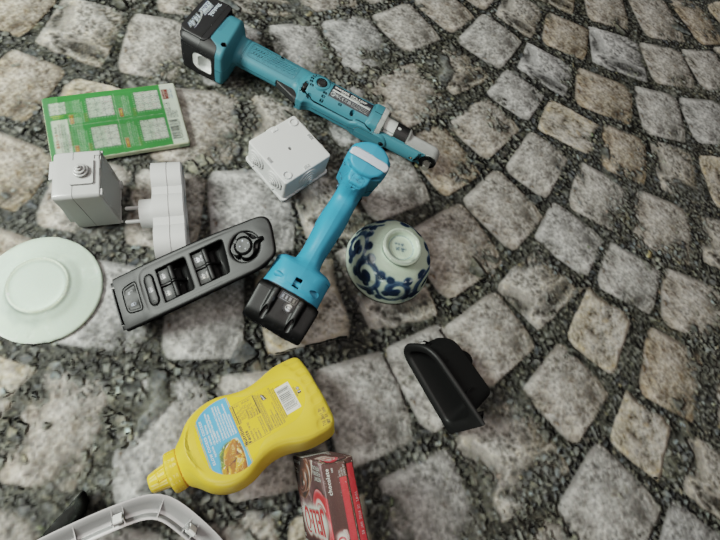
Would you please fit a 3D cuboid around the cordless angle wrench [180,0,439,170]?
[{"bbox_3d":[-0.067,-0.270,0.650,0.421,0.074,0.098,27,66,-2],"label":"cordless angle wrench"}]

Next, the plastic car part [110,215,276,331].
[{"bbox_3d":[-0.186,0.005,0.500,0.204,0.064,0.069,-26,69,7],"label":"plastic car part"}]

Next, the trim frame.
[{"bbox_3d":[-0.236,0.321,0.376,0.240,0.028,0.187,-15,79,-28],"label":"trim frame"}]

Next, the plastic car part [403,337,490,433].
[{"bbox_3d":[0.116,0.131,0.531,0.068,0.066,0.120,-17,69,-35],"label":"plastic car part"}]

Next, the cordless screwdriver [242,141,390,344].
[{"bbox_3d":[-0.052,-0.034,0.534,0.074,0.160,0.249,30,81,-7],"label":"cordless screwdriver"}]
